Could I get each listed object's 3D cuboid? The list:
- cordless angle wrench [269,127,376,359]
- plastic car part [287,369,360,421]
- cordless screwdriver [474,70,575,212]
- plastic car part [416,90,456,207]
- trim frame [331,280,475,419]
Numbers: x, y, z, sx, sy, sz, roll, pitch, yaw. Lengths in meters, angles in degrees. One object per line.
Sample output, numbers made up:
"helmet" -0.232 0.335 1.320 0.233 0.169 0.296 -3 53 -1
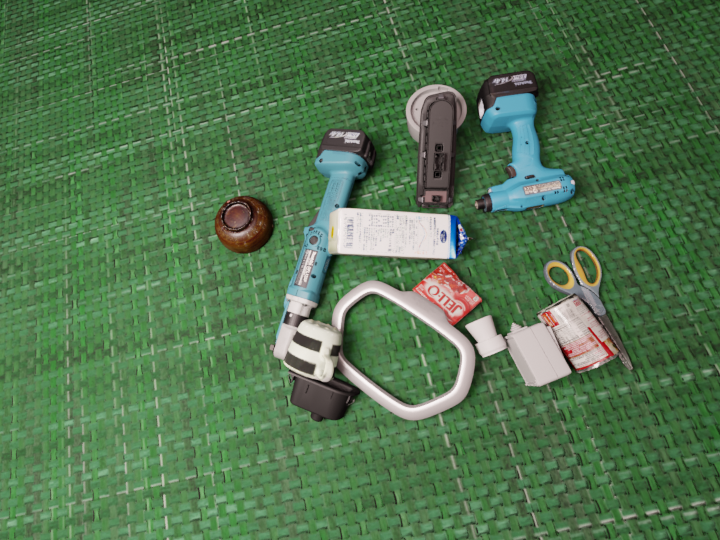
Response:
"cordless angle wrench" -0.074 -0.049 0.758 0.102 0.071 0.425 12 79 25
"plastic car part" -0.068 0.207 0.690 0.119 0.065 0.071 23 93 10
"cordless screwdriver" 0.263 -0.225 0.761 0.160 0.072 0.253 -12 76 5
"plastic car part" 0.133 -0.209 0.737 0.068 0.066 0.201 4 100 14
"trim frame" 0.061 0.125 0.693 0.259 0.026 0.184 33 90 22
